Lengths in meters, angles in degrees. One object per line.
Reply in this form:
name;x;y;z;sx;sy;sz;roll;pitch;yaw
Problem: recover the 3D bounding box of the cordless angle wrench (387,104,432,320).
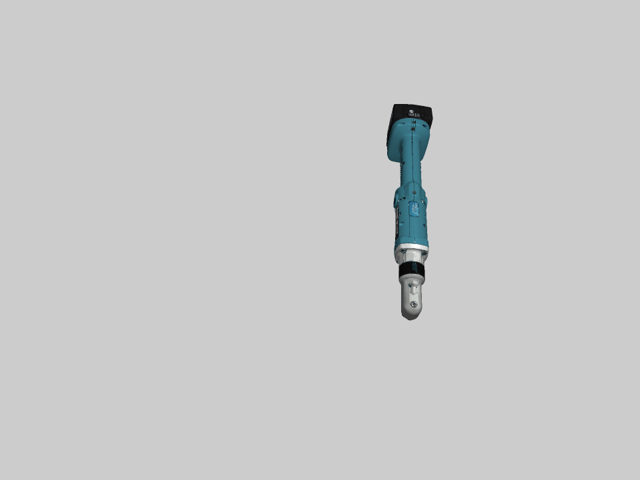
cordless angle wrench;0.154;-0.065;0.730;0.074;0.421;0.098;6;-33;1
